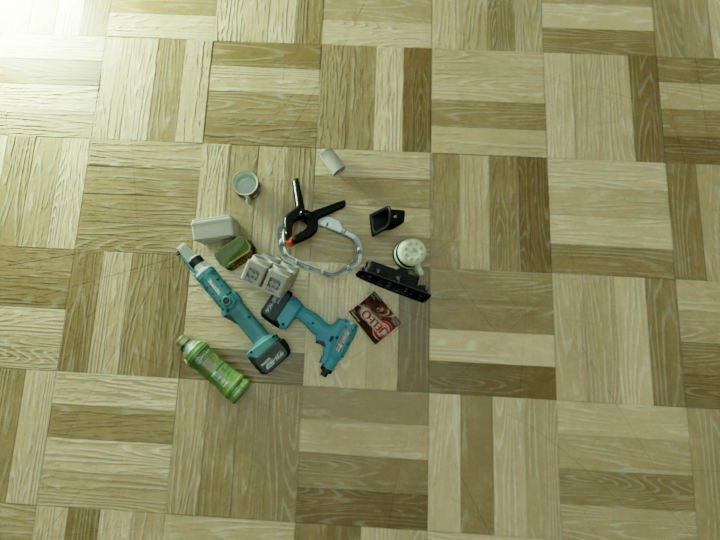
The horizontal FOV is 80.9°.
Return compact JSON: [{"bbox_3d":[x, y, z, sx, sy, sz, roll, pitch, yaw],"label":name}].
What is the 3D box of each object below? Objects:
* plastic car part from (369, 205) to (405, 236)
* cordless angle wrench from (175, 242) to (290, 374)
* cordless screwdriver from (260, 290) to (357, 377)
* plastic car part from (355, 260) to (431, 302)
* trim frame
[{"bbox_3d":[0.080,-0.136,1.146,0.068,0.120,0.066,-3,83,-27],"label":"plastic car part"},{"bbox_3d":[-0.354,0.085,1.134,0.098,0.073,0.431,-41,80,-6],"label":"cordless angle wrench"},{"bbox_3d":[-0.148,0.158,1.116,0.249,0.074,0.159,28,82,1],"label":"cordless screwdriver"},{"bbox_3d":[0.089,0.023,1.138,0.204,0.065,0.068,16,72,3],"label":"plastic car part"},{"bbox_3d":[-0.112,-0.074,1.150,0.252,0.027,0.186,20,57,6],"label":"trim frame"}]
